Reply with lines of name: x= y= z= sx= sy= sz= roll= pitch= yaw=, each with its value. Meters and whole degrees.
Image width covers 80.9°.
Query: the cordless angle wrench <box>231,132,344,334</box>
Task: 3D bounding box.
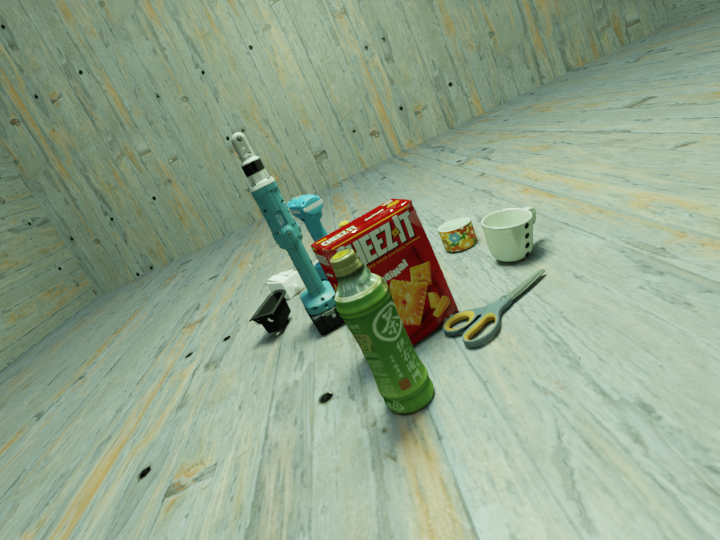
cordless angle wrench: x=-0.145 y=-0.073 z=0.832 sx=0.074 sy=0.413 sz=0.101 roll=-28 pitch=15 yaw=-11

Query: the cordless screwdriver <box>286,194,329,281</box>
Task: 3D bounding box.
cordless screwdriver: x=-0.099 y=-0.064 z=1.008 sx=0.073 sy=0.243 sz=0.166 roll=-31 pitch=17 yaw=-21

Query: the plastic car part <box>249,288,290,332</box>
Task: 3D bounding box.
plastic car part: x=-0.192 y=0.099 z=0.970 sx=0.068 sy=0.069 sz=0.116 roll=-19 pitch=19 yaw=23

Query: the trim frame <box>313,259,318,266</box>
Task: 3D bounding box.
trim frame: x=-0.056 y=-0.028 z=1.185 sx=0.181 sy=0.027 sz=0.260 roll=-39 pitch=23 yaw=-32
